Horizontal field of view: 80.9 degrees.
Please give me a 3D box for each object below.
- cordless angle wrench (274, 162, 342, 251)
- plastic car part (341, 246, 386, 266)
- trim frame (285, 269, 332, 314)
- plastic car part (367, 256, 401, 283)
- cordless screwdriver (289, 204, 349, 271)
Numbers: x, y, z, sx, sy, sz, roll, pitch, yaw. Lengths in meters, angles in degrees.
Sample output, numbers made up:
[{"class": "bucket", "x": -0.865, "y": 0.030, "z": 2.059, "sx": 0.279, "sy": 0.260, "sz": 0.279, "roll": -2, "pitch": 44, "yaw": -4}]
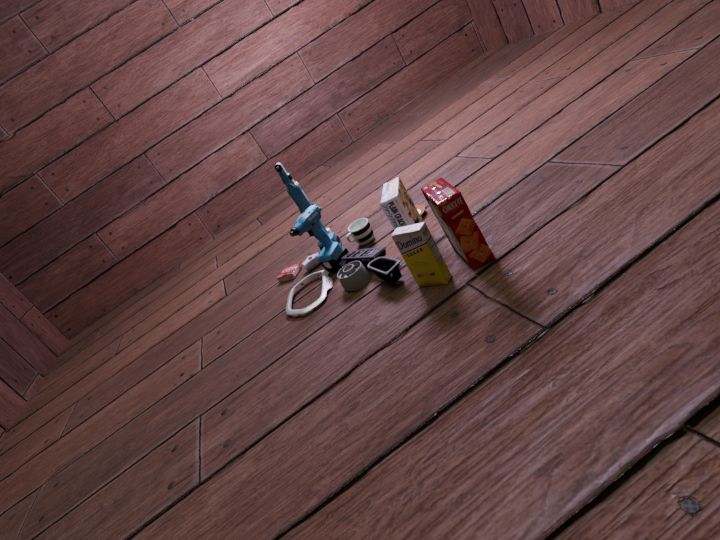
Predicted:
[{"class": "cordless angle wrench", "x": -0.209, "y": -0.239, "z": 1.650, "sx": 0.075, "sy": 0.409, "sz": 0.100, "roll": -27, "pitch": 21, "yaw": 15}, {"class": "plastic car part", "x": 0.014, "y": -0.041, "z": 1.431, "sx": 0.066, "sy": 0.065, "sz": 0.212, "roll": -45, "pitch": 26, "yaw": -26}, {"class": "trim frame", "x": -0.183, "y": 0.078, "z": 1.499, "sx": 0.186, "sy": 0.026, "sz": 0.254, "roll": -28, "pitch": 25, "yaw": 13}, {"class": "plastic car part", "x": 0.079, "y": 0.005, "z": 1.264, "sx": 0.065, "sy": 0.068, "sz": 0.122, "roll": -41, "pitch": 25, "yaw": -18}, {"class": "cordless screwdriver", "x": -0.149, "y": -0.097, "z": 1.521, "sx": 0.077, "sy": 0.240, "sz": 0.158, "roll": -11, "pitch": 30, "yaw": 45}]
